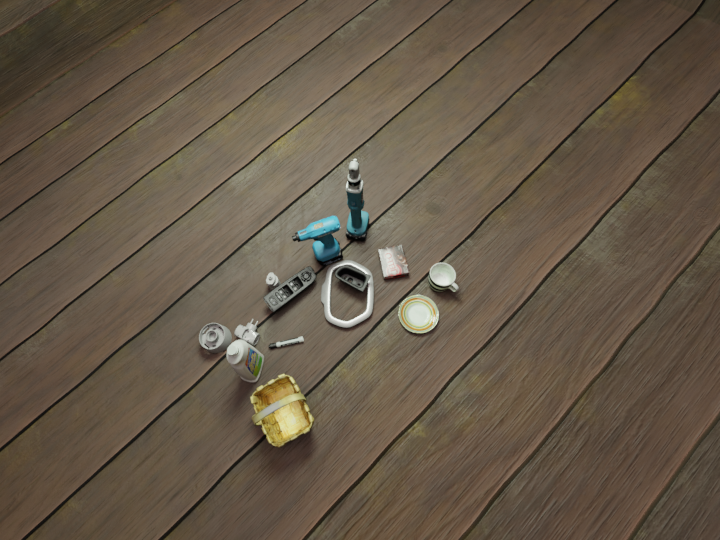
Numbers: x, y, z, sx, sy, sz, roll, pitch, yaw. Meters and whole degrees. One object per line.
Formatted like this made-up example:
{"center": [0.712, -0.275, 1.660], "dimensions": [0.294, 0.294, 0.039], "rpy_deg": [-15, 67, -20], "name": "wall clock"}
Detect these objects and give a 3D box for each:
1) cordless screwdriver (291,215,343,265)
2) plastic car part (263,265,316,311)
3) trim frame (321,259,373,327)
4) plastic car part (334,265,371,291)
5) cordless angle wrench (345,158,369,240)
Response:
{"center": [-0.141, -0.093, 1.447], "dimensions": [0.158, 0.241, 0.077], "rpy_deg": [-20, 69, -5], "name": "cordless screwdriver"}
{"center": [-0.239, 0.067, 1.484], "dimensions": [0.201, 0.065, 0.069], "rpy_deg": [-39, 70, -11], "name": "plastic car part"}
{"center": [-0.047, 0.078, 1.477], "dimensions": [0.186, 0.026, 0.254], "rpy_deg": [-2, 66, 6], "name": "trim frame"}
{"center": [-0.029, 0.031, 1.473], "dimensions": [0.120, 0.069, 0.066], "rpy_deg": [25, 71, 15], "name": "plastic car part"}
{"center": [-0.015, -0.225, 1.398], "dimensions": [0.075, 0.410, 0.099], "rpy_deg": [11, 69, 6], "name": "cordless angle wrench"}
